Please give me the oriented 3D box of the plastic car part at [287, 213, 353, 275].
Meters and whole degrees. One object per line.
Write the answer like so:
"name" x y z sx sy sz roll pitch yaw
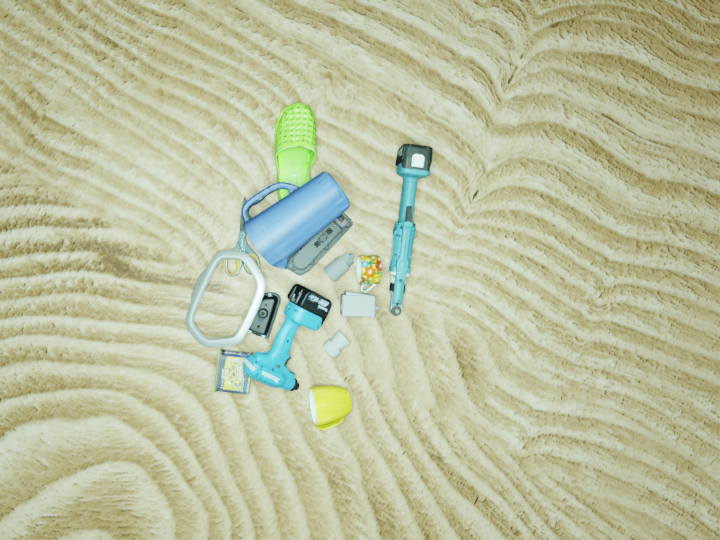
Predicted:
"plastic car part" -0.104 -0.068 1.060 0.065 0.068 0.203 44 88 -9

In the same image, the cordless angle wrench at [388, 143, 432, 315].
"cordless angle wrench" 0.111 -0.098 1.060 0.074 0.099 0.422 7 91 -5

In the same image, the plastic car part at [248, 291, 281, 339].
"plastic car part" -0.239 0.109 1.037 0.066 0.071 0.116 20 89 -5

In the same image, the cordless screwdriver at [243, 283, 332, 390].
"cordless screwdriver" -0.157 0.168 1.025 0.151 0.078 0.249 37 81 -35

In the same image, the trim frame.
"trim frame" -0.333 0.069 1.035 0.189 0.027 0.248 23 90 15
